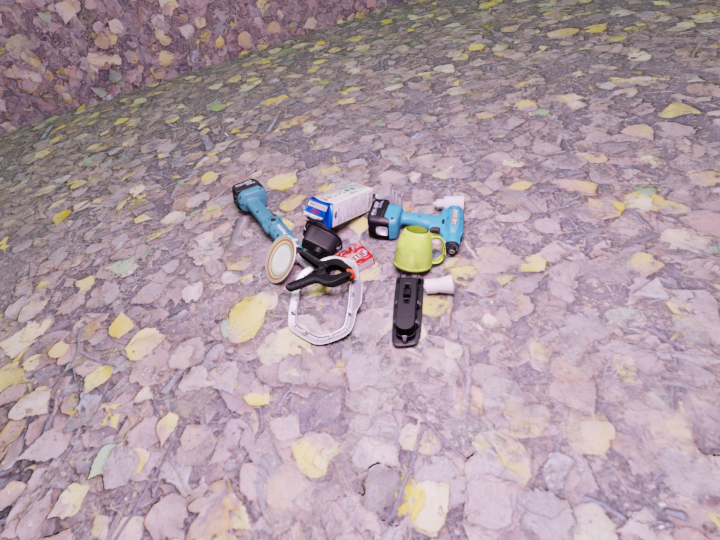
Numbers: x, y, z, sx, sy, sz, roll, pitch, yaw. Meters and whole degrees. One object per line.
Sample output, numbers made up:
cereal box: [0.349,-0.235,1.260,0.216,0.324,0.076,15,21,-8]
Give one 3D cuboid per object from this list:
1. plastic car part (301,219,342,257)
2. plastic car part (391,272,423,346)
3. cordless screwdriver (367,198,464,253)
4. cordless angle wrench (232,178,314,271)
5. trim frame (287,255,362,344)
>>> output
plastic car part: [-0.111,-0.072,1.132,0.118,0.065,0.071,27,53,7]
plastic car part: [0.107,0.076,0.950,0.067,0.064,0.207,4,49,8]
cordless screwdriver: [0.143,-0.114,1.121,0.256,0.071,0.161,6,47,15]
cordless angle wrench: [-0.252,-0.130,1.238,0.096,0.072,0.447,-25,50,-23]
trim frame: [-0.084,0.062,1.016,0.189,0.026,0.254,-6,50,16]
